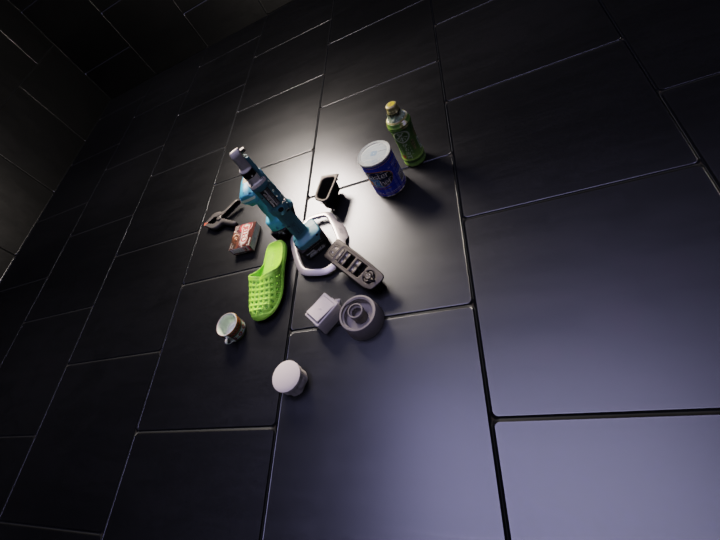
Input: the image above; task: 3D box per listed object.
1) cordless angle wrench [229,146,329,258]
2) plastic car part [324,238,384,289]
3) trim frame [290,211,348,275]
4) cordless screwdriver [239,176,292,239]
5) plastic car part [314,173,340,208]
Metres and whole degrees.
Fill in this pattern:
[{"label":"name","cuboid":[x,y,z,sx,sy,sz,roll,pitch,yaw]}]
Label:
[{"label":"cordless angle wrench","cuboid":[-0.227,-0.182,1.174,0.098,0.400,0.078,-37,47,2]},{"label":"plastic car part","cuboid":[-0.012,-0.006,1.148,0.066,0.063,0.215,-47,47,-7]},{"label":"trim frame","cuboid":[-0.127,-0.083,1.299,0.186,0.026,0.260,-30,48,10]},{"label":"cordless screwdriver","cuboid":[-0.297,-0.220,1.357,0.076,0.235,0.165,-20,50,17]},{"label":"plastic car part","cuboid":[-0.101,-0.248,1.372,0.069,0.067,0.118,-3,57,29]}]
